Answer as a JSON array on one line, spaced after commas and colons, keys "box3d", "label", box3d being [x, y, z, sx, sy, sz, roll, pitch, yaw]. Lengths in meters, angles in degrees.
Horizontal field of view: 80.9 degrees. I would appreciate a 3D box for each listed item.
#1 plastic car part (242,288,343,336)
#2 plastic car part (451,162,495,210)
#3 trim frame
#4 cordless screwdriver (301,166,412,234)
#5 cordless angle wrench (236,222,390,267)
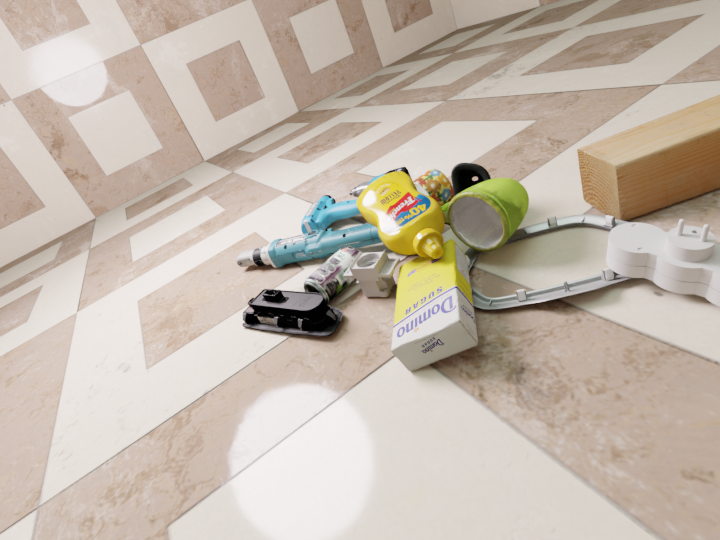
[{"box3d": [-0.115, 0.060, 0.677, 0.213, 0.065, 0.065, 5, 32, 38], "label": "plastic car part"}, {"box3d": [0.192, -0.123, 0.700, 0.068, 0.116, 0.069, -10, 6, 26], "label": "plastic car part"}, {"box3d": [0.244, -0.017, 0.559, 0.253, 0.026, 0.188, -15, 31, 14], "label": "trim frame"}, {"box3d": [-0.005, -0.153, 0.925, 0.256, 0.071, 0.160, -14, 30, 26], "label": "cordless screwdriver"}, {"box3d": [-0.081, -0.053, 0.825, 0.438, 0.071, 0.098, -10, 32, 29], "label": "cordless angle wrench"}]
